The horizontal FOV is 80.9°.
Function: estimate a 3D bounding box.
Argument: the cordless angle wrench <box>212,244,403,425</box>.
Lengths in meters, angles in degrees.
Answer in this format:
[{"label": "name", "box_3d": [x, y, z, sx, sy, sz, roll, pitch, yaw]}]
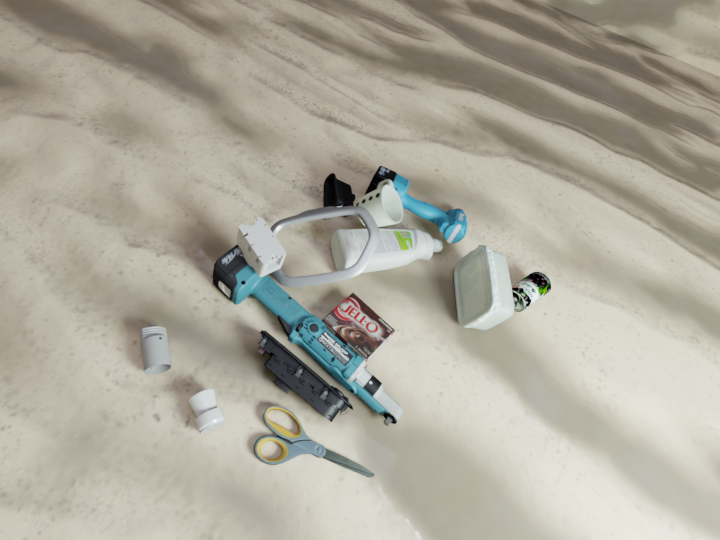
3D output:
[{"label": "cordless angle wrench", "box_3d": [-0.093, 0.115, 0.769, 0.433, 0.074, 0.096, 40, 55, 12]}]

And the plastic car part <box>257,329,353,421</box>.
[{"label": "plastic car part", "box_3d": [-0.102, 0.185, 0.721, 0.207, 0.065, 0.067, 33, 64, 10]}]

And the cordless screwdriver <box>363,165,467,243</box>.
[{"label": "cordless screwdriver", "box_3d": [0.139, -0.161, 1.008, 0.253, 0.074, 0.158, 29, 30, 7]}]

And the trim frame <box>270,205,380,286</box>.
[{"label": "trim frame", "box_3d": [-0.084, -0.055, 0.858, 0.253, 0.026, 0.189, -11, 61, 13]}]

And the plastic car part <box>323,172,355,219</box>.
[{"label": "plastic car part", "box_3d": [-0.046, -0.173, 0.991, 0.068, 0.066, 0.120, 18, 49, -23]}]
